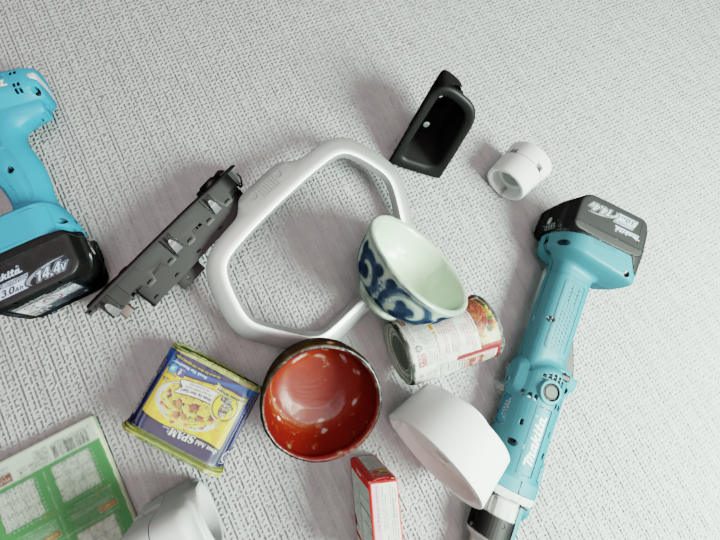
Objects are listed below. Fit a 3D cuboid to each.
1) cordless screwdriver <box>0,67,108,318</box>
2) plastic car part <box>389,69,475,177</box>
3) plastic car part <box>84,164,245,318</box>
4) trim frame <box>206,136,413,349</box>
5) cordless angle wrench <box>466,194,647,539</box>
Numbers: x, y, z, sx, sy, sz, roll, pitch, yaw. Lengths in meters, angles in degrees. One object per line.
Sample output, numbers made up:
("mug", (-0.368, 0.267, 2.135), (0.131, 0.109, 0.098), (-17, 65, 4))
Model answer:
("cordless screwdriver", (-0.359, -0.073, 0.411), (0.157, 0.074, 0.253), (-23, 79, -12))
("plastic car part", (0.086, -0.173, 0.480), (0.065, 0.115, 0.072), (16, 54, -9))
("plastic car part", (-0.182, -0.027, 0.430), (0.066, 0.068, 0.202), (38, 75, -12))
("trim frame", (-0.044, -0.029, 0.448), (0.247, 0.028, 0.179), (-46, 104, -12))
("cordless angle wrench", (0.187, 0.124, 0.448), (0.097, 0.074, 0.424), (25, 78, -4))
